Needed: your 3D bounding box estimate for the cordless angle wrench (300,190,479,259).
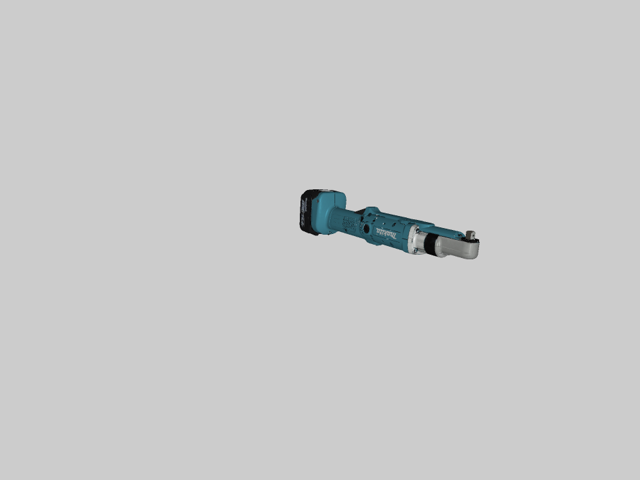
[{"bbox_3d":[0.102,-0.024,0.770,0.074,0.098,0.423,-5,14,-34],"label":"cordless angle wrench"}]
